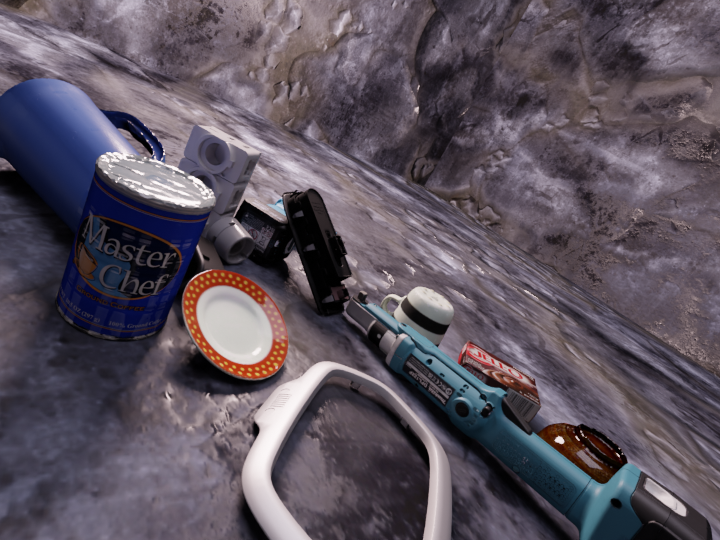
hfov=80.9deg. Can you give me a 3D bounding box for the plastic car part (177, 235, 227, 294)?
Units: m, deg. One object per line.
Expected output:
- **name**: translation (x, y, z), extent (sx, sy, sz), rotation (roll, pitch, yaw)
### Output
- **plastic car part**: translation (-0.197, -0.007, 0.512), extent (0.067, 0.066, 0.123), rotation (29, 15, -51)

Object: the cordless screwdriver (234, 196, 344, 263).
- **cordless screwdriver**: translation (-0.119, -0.069, 0.751), extent (0.161, 0.074, 0.246), rotation (30, 15, 4)

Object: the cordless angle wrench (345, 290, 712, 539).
- **cordless angle wrench**: translation (0.130, 0.155, 0.489), extent (0.447, 0.097, 0.070), rotation (36, 19, 36)

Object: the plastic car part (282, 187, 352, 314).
- **plastic car part**: translation (-0.061, -0.040, 0.628), extent (0.063, 0.068, 0.208), rotation (-4, 63, -51)

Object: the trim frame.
- **trim frame**: translation (-0.004, 0.161, 0.371), extent (0.187, 0.027, 0.246), rotation (30, 21, 6)
